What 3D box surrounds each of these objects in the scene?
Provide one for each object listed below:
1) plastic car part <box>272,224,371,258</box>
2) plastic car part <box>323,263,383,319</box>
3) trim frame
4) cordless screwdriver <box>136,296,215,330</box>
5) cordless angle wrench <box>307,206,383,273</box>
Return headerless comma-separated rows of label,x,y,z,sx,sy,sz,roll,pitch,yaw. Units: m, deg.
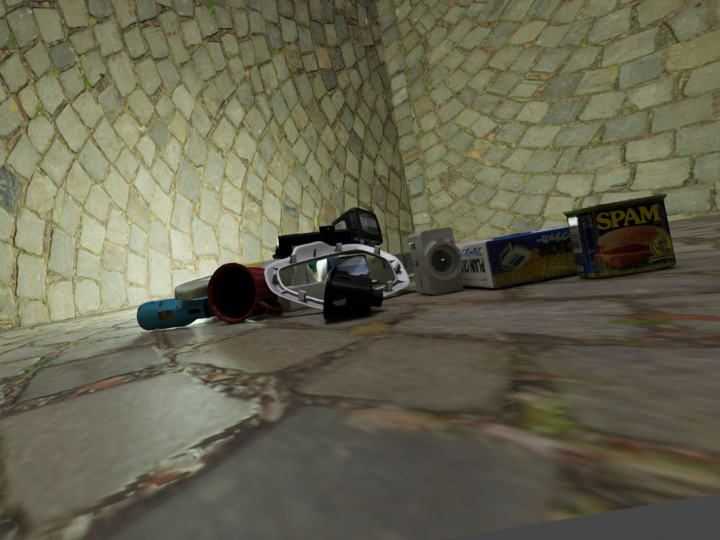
plastic car part,-0.082,-0.054,0.840,0.205,0.065,0.067,-8,17,7
plastic car part,-0.008,0.030,0.526,0.071,0.066,0.117,5,4,-1
trim frame,-0.035,0.000,0.688,0.240,0.027,0.195,-17,34,-32
cordless screwdriver,-0.289,0.058,0.822,0.163,0.074,0.244,-9,5,15
cordless angle wrench,-0.129,-0.017,1.048,0.093,0.076,0.433,12,-32,-44
